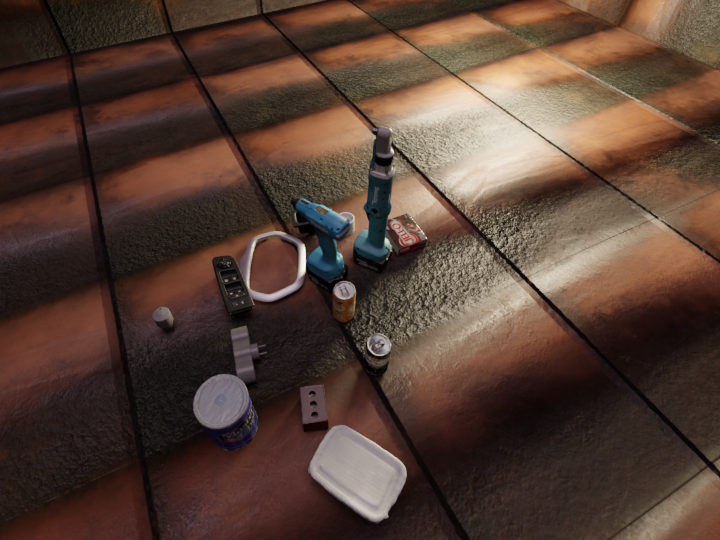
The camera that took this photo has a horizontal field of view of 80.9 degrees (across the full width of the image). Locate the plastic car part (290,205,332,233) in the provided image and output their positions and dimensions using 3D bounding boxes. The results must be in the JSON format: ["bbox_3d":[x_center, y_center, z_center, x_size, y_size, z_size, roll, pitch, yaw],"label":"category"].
[{"bbox_3d":[-0.138,-0.138,1.222,0.116,0.069,0.069,-8,51,-6],"label":"plastic car part"}]

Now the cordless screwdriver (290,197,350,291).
[{"bbox_3d":[-0.103,-0.067,1.052,0.166,0.241,0.073,33,57,23],"label":"cordless screwdriver"}]

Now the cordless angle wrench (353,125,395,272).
[{"bbox_3d":[0.042,-0.158,1.013,0.101,0.410,0.074,23,54,15],"label":"cordless angle wrench"}]

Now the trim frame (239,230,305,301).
[{"bbox_3d":[-0.241,-0.016,1.153,0.184,0.026,0.257,-3,51,-1],"label":"trim frame"}]

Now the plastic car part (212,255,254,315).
[{"bbox_3d":[-0.328,0.040,1.085,0.065,0.065,0.213,-20,53,-16],"label":"plastic car part"}]
